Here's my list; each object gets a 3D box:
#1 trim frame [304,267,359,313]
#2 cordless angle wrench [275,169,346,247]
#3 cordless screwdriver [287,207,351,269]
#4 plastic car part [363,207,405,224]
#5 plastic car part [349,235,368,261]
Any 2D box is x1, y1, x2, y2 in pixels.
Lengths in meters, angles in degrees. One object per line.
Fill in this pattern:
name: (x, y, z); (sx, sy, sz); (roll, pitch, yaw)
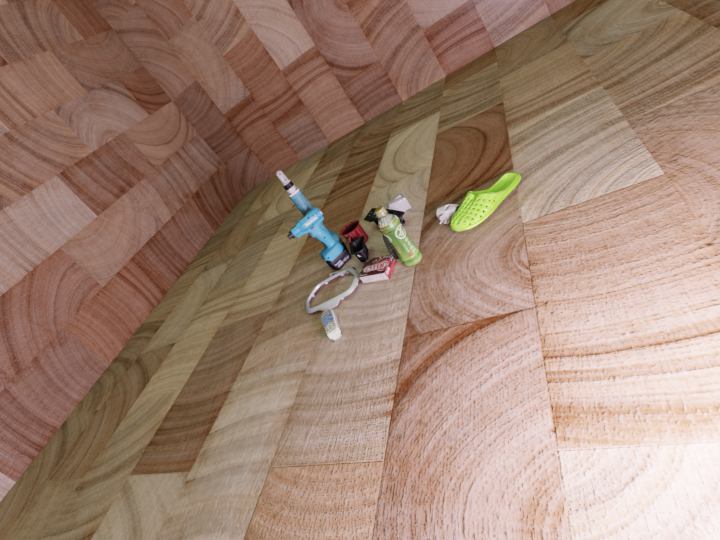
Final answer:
trim frame: (-0.104, 0.074, 1.528); (0.253, 0.026, 0.188); (-27, 29, 21)
cordless angle wrench: (-0.208, -0.235, 1.712); (0.074, 0.407, 0.102); (-38, 23, -1)
cordless screwdriver: (-0.160, -0.105, 1.637); (0.159, 0.239, 0.077); (-40, 23, -5)
plastic car part: (0.101, -0.202, 1.662); (0.066, 0.064, 0.213); (-47, 28, -19)
plastic car part: (0.003, -0.068, 1.571); (0.067, 0.068, 0.120); (-31, 27, 14)
